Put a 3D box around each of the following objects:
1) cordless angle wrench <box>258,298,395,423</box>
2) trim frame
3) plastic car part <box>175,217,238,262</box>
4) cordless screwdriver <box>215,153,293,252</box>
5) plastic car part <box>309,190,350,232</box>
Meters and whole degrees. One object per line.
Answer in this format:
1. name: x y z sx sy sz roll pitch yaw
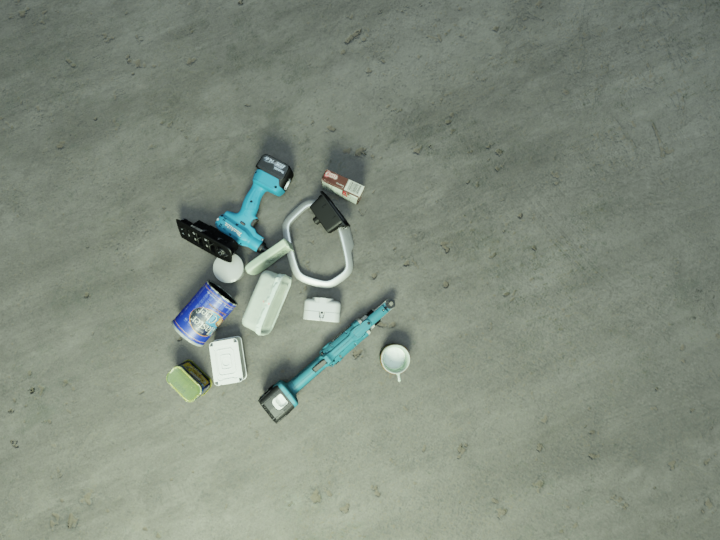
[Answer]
1. cordless angle wrench: -0.073 0.214 1.087 0.421 0.098 0.075 -40 87 -8
2. trim frame: -0.112 -0.074 1.150 0.184 0.027 0.252 -15 81 1
3. plastic car part: -0.399 -0.084 1.121 0.213 0.064 0.065 29 43 27
4. cordless screwdriver: -0.264 -0.178 1.145 0.161 0.074 0.249 33 89 4
5. plastic car part: -0.090 -0.145 1.123 0.071 0.064 0.119 -41 81 10
